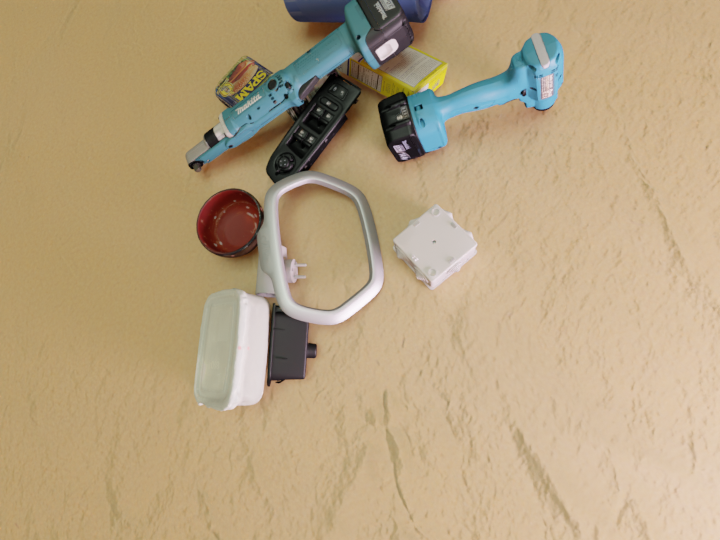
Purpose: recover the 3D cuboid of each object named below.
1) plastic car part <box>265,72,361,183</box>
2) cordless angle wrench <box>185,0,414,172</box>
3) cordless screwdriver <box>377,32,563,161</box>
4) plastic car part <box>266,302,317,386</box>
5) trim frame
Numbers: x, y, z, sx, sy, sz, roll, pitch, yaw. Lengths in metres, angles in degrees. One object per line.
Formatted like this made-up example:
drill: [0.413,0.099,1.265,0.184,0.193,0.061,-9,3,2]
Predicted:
plastic car part: [-0.081,-0.223,0.703,0.068,0.065,0.203,39,91,11]
cordless angle wrench: [-0.125,-0.285,0.675,0.431,0.071,0.100,-27,75,20]
cordless screwdriver: [0.162,-0.238,0.626,0.256,0.152,0.076,-16,77,24]
plastic car part: [-0.100,0.109,0.622,0.071,0.065,0.118,0,78,-3]
trim frame: [-0.063,-0.041,0.641,0.181,0.027,0.254,-8,73,-10]
